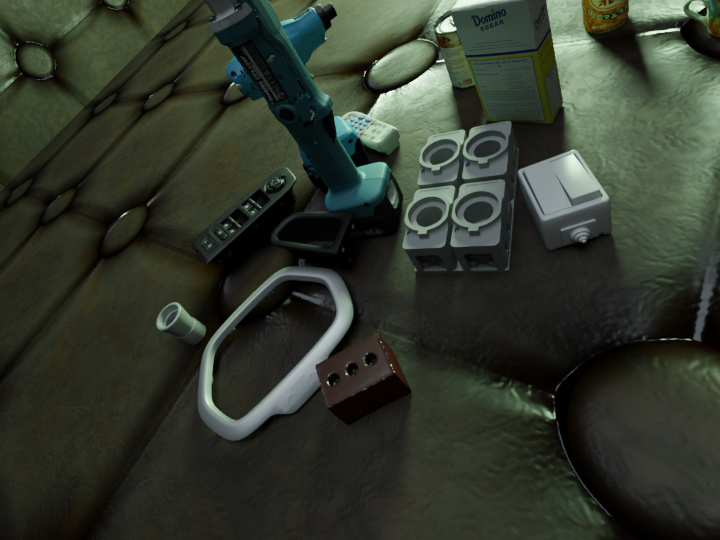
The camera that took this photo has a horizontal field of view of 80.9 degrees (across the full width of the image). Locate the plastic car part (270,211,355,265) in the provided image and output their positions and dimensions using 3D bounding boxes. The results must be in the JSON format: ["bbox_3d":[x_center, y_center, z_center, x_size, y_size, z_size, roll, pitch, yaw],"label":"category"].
[{"bbox_3d":[-0.056,-0.037,0.575,0.122,0.067,0.066,5,59,35],"label":"plastic car part"}]

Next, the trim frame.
[{"bbox_3d":[-0.114,0.094,0.540,0.248,0.026,0.195,-46,45,-6],"label":"trim frame"}]

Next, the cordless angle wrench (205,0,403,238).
[{"bbox_3d":[-0.070,-0.187,0.465,0.102,0.400,0.075,-3,54,30],"label":"cordless angle wrench"}]

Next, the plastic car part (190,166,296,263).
[{"bbox_3d":[-0.175,-0.084,0.691,0.202,0.063,0.070,-47,45,-8],"label":"plastic car part"}]

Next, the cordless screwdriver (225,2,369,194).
[{"bbox_3d":[-0.059,-0.238,0.614,0.160,0.235,0.078,-33,45,6],"label":"cordless screwdriver"}]
